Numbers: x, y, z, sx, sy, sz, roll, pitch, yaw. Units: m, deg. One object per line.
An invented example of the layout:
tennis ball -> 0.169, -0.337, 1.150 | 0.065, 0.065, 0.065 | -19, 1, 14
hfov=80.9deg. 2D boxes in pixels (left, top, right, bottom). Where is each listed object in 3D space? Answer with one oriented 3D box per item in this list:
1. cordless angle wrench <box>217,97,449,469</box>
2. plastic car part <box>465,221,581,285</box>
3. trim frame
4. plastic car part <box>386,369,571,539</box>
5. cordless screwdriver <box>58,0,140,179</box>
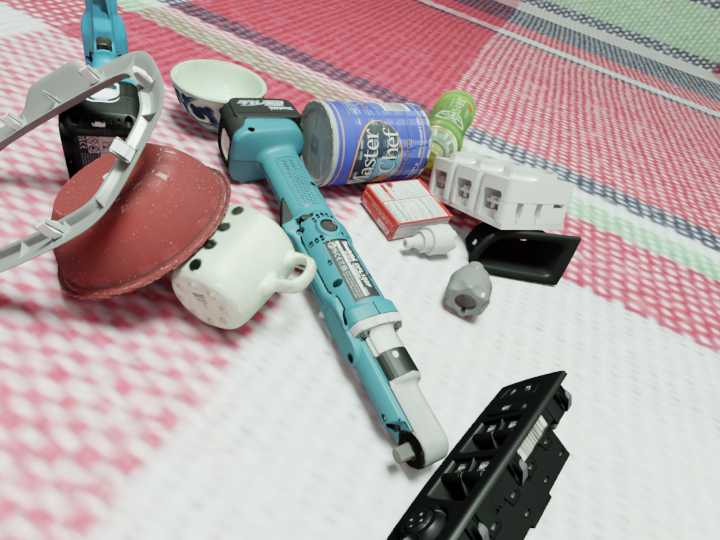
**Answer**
cordless angle wrench -> -0.041, -0.027, 0.416 | 0.094, 0.073, 0.443 | -10, 52, -29
plastic car part -> 0.180, -0.032, 0.506 | 0.115, 0.065, 0.073 | 9, 29, -6
trim frame -> -0.252, -0.086, 0.330 | 0.254, 0.026, 0.190 | -18, 61, 19
plastic car part -> 0.089, 0.148, 0.291 | 0.197, 0.068, 0.068 | -25, 85, -38
cordless screwdriver -> -0.280, -0.215, 0.462 | 0.072, 0.157, 0.260 | -5, 50, -27
